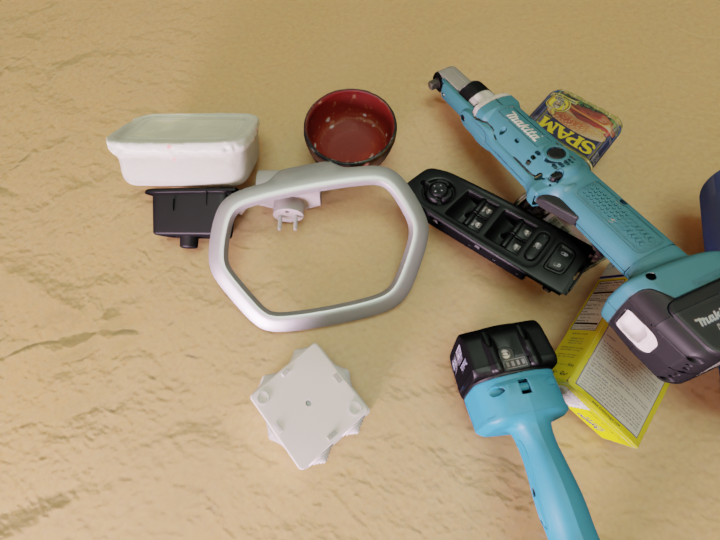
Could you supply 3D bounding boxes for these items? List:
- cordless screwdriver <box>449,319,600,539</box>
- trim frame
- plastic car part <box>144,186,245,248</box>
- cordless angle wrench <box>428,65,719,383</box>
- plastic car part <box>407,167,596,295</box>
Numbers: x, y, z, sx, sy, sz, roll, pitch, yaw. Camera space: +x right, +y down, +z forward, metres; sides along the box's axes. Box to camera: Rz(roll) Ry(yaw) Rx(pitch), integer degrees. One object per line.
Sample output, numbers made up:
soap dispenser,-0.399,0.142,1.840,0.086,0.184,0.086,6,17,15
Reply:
cordless screwdriver,0.153,0.180,0.364,0.074,0.153,0.259,-12,54,-2
trim frame,-0.046,-0.030,0.474,0.249,0.027,0.184,-11,89,1
plastic car part,-0.198,-0.062,0.510,0.117,0.065,0.071,-2,84,4
cordless angle wrench,0.195,-0.100,0.436,0.097,0.071,0.443,-24,56,-4
plastic car part,0.141,-0.048,0.476,0.211,0.065,0.066,37,81,20
